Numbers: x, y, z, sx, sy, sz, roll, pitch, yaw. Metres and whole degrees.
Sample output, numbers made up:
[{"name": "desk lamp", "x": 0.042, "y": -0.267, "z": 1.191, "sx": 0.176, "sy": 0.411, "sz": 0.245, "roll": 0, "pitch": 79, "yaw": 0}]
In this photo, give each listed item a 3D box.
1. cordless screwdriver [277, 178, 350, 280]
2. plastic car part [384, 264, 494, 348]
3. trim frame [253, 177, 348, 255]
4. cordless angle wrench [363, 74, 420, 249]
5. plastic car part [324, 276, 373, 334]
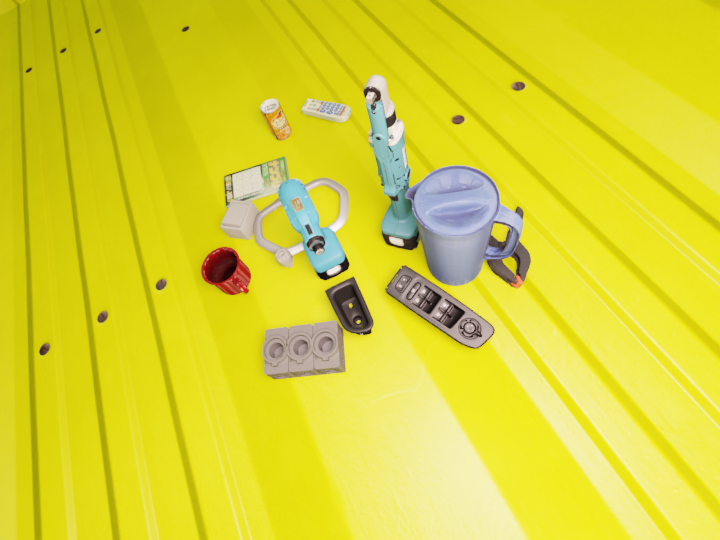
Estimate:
[{"name": "cordless screwdriver", "x": -0.081, "y": -0.053, "z": 0.826, "sx": 0.074, "sy": 0.238, "sz": 0.166, "roll": -27, "pitch": 61, "yaw": -1}, {"name": "plastic car part", "x": 0.146, "y": 0.076, "z": 0.791, "sx": 0.213, "sy": 0.064, "sz": 0.066, "roll": 34, "pitch": 76, "yaw": 28}, {"name": "trim frame", "x": -0.141, "y": -0.131, "z": 1.008, "sx": 0.248, "sy": 0.026, "sz": 0.193, "roll": -32, "pitch": 59, "yaw": -1}, {"name": "cordless angle wrench", "x": 0.059, "y": -0.172, "z": 0.748, "sx": 0.077, "sy": 0.404, "sz": 0.098, "roll": 15, "pitch": 69, "yaw": 19}, {"name": "plastic car part", "x": -0.013, "y": 0.083, "z": 0.834, "sx": 0.066, "sy": 0.068, "sz": 0.122, "roll": -27, "pitch": 60, "yaw": 0}]
